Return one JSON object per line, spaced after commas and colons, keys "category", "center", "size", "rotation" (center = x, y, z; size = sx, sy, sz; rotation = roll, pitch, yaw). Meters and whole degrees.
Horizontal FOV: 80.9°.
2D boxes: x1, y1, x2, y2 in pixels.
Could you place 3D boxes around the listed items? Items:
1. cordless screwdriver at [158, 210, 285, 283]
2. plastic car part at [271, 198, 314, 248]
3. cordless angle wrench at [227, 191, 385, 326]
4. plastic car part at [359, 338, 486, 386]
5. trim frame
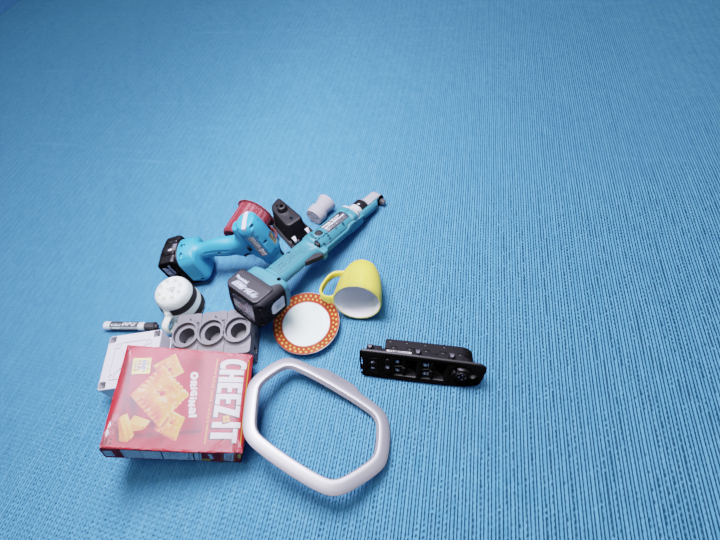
{"category": "cordless screwdriver", "center": [-0.286, -0.030, 0.893], "size": [0.255, 0.151, 0.076], "rotation": [-14, 49, 18]}
{"category": "plastic car part", "center": [-0.167, -0.119, 0.957], "size": [0.065, 0.068, 0.122], "rotation": [-35, 59, -17]}
{"category": "cordless angle wrench", "center": [-0.085, -0.056, 0.868], "size": [0.103, 0.072, 0.417], "rotation": [28, 52, 25]}
{"category": "plastic car part", "center": [0.104, 0.154, 0.717], "size": [0.209, 0.064, 0.067], "rotation": [6, 30, 16]}
{"category": "trim frame", "center": [-0.072, 0.238, 0.676], "size": [0.256, 0.027, 0.183], "rotation": [23, 47, 15]}
